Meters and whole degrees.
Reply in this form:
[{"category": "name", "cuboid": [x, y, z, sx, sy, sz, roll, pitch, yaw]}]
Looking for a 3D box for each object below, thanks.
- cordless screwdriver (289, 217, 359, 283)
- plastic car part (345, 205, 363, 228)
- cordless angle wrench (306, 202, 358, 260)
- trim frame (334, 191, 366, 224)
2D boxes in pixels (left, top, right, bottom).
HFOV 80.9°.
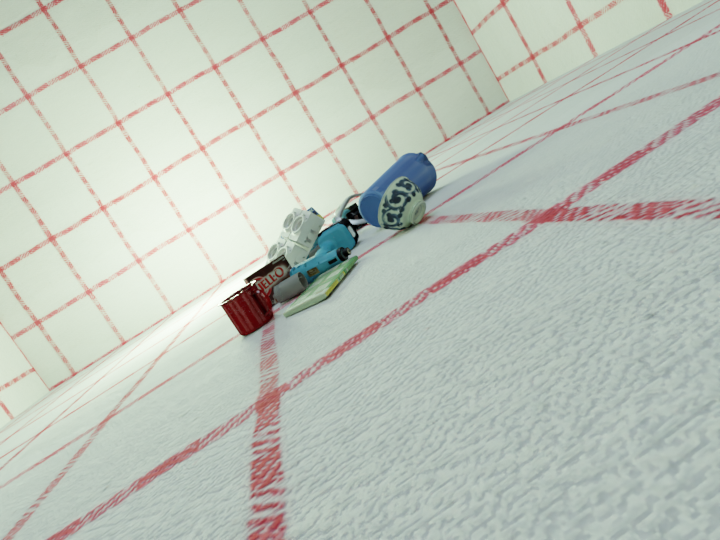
[{"category": "cordless screwdriver", "cuboid": [-0.063, -0.057, 1.041, 0.163, 0.073, 0.248, -26, 16, 27]}, {"category": "plastic car part", "cuboid": [0.032, -0.204, 1.432, 0.070, 0.065, 0.199, -11, 22, 40]}, {"category": "cordless angle wrench", "cuboid": [-0.134, -0.087, 1.367, 0.101, 0.073, 0.417, -23, 17, 49]}, {"category": "trim frame", "cuboid": [0.007, -0.202, 1.365, 0.189, 0.026, 0.251, 0, 34, 14]}]
